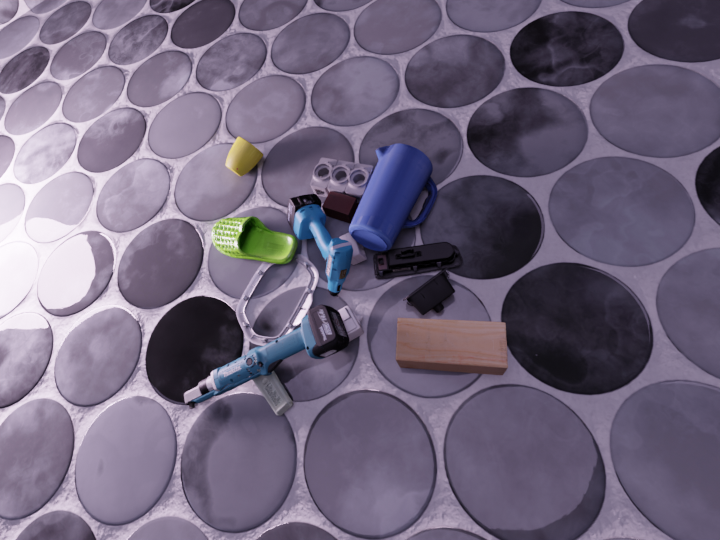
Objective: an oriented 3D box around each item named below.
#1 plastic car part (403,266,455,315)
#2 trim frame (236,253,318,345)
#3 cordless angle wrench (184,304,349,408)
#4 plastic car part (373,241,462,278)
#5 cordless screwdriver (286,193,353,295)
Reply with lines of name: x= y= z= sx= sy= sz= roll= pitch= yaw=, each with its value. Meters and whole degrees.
plastic car part: x=0.161 y=0.055 z=0.935 sx=0.116 sy=0.064 sz=0.073 roll=-40 pitch=78 yaw=-1
trim frame: x=-0.206 y=0.066 z=1.048 sx=0.192 sy=0.026 sz=0.249 roll=23 pitch=73 yaw=22
cordless angle wrench: x=-0.228 y=0.205 z=0.936 sx=0.429 sy=0.070 sz=0.102 roll=-28 pitch=64 yaw=16
plastic car part: x=0.130 y=-0.032 z=0.979 sx=0.206 sy=0.064 sz=0.068 roll=-6 pitch=58 yaw=10
cordless screwdriver: x=-0.101 y=-0.066 z=1.031 sx=0.072 sy=0.155 sz=0.262 roll=-14 pitch=48 yaw=-25
